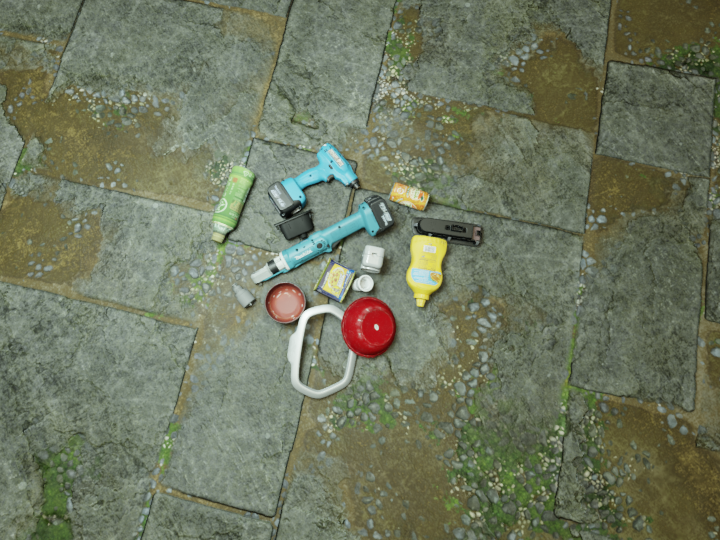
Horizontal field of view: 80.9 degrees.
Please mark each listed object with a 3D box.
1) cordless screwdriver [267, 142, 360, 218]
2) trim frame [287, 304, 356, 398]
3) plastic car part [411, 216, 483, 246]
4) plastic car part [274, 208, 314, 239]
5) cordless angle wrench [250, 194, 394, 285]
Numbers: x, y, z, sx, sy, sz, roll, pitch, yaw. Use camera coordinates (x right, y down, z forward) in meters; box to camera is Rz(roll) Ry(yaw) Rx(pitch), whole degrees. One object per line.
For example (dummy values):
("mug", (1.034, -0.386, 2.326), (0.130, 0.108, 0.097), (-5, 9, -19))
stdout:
("cordless screwdriver", (-0.133, -0.239, 1.209), (0.247, 0.074, 0.162), (-38, 82, -10))
("trim frame", (-0.099, 0.213, 1.119), (0.180, 0.028, 0.248), (8, 90, -11))
("plastic car part", (0.244, -0.113, 1.184), (0.205, 0.066, 0.066), (8, 87, 5))
("plastic car part", (-0.180, -0.122, 1.196), (0.115, 0.067, 0.070), (-20, 100, -8))
("cordless angle wrench", (-0.115, -0.075, 1.173), (0.423, 0.077, 0.095), (-28, 111, 0))
